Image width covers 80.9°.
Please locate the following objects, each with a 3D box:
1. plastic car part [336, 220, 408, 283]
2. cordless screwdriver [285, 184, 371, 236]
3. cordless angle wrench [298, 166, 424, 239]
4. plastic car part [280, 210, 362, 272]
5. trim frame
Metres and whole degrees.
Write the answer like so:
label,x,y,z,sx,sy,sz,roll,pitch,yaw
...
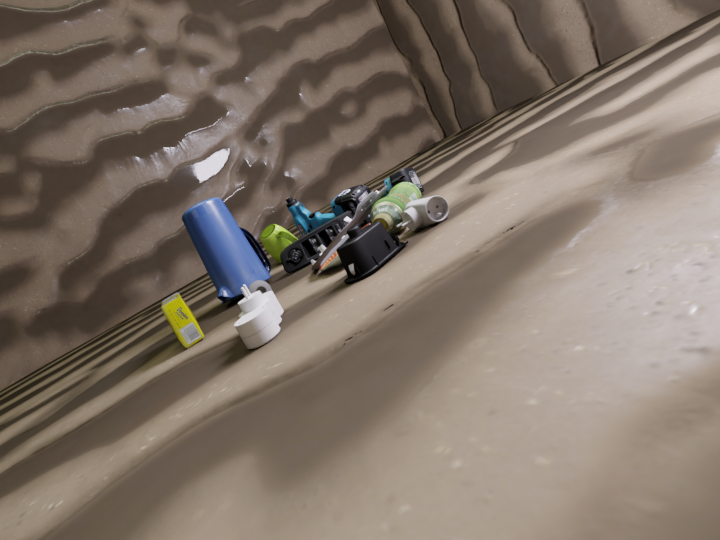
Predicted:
label,x,y,z,sx,sy,sz,roll,pitch,yaw
plastic car part,0.008,-0.038,0.651,0.068,0.070,0.114,-20,11,46
cordless screwdriver,-0.083,-0.153,1.086,0.258,0.155,0.073,-17,22,44
cordless angle wrench,-0.030,-0.154,1.188,0.434,0.074,0.095,-25,1,31
plastic car part,-0.098,-0.064,0.998,0.202,0.066,0.067,-30,0,-6
trim frame,-0.025,-0.088,0.855,0.245,0.028,0.185,-47,1,-38
